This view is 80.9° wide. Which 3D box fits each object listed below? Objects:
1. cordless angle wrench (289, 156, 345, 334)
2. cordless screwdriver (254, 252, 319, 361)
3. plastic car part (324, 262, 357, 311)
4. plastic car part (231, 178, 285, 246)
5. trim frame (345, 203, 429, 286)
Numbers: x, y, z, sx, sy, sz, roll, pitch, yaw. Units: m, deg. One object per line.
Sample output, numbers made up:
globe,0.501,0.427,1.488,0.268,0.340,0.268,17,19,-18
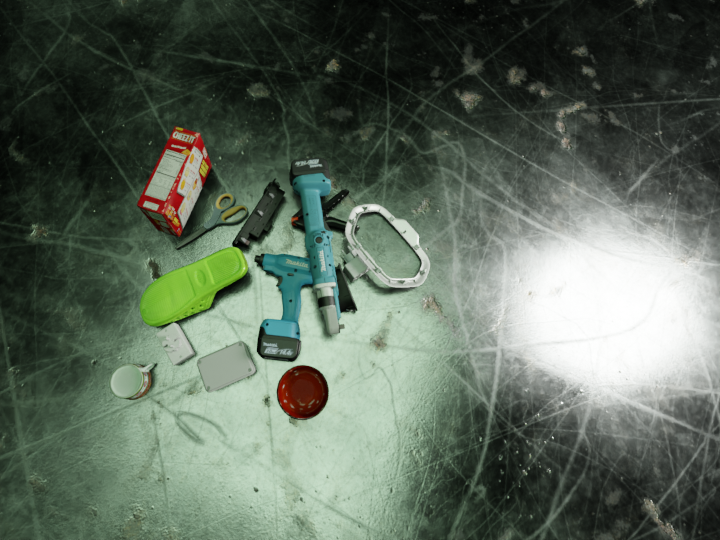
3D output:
cordless angle wrench,-0.096,-0.063,0.984,0.097,0.073,0.434,-8,70,-7
cordless screwdriver,-0.192,0.078,0.983,0.159,0.073,0.252,10,69,0
plastic car part,-0.058,0.050,1.004,0.071,0.064,0.119,-18,77,1
plastic car part,-0.246,-0.141,1.053,0.066,0.067,0.204,26,73,-8
trim frame,0.069,-0.065,1.036,0.180,0.027,0.254,-32,75,-36
